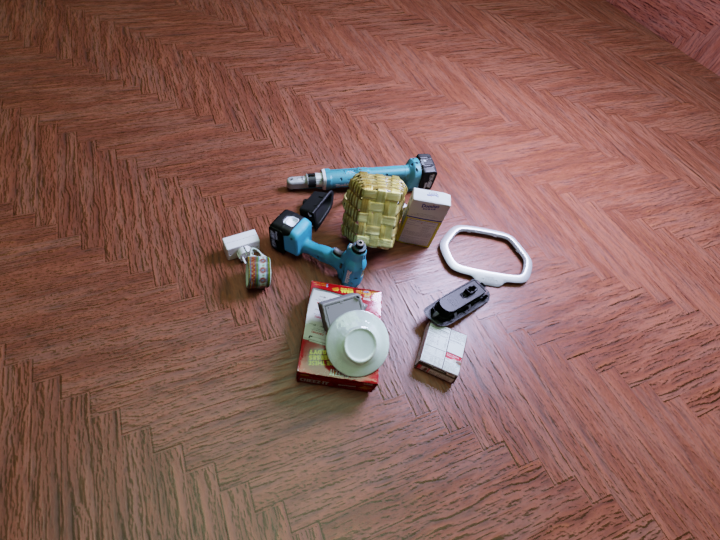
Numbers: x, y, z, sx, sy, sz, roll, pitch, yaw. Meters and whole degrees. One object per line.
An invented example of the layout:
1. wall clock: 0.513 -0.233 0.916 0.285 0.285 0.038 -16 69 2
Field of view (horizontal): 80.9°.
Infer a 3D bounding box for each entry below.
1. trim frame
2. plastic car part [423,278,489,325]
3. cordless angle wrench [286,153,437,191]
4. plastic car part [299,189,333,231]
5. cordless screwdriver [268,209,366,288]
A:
1. trim frame: 0.332 -0.042 1.122 0.247 0.027 0.188 10 53 -3
2. plastic car part: 0.236 0.070 0.990 0.197 0.067 0.069 -25 69 -31
3. cordless angle wrench: 0.000 -0.266 1.205 0.418 0.096 0.077 -6 60 -8
4. plastic car part: -0.125 -0.172 1.141 0.073 0.063 0.117 13 49 17
5. cordless screwdriver: -0.098 -0.064 1.001 0.256 0.155 0.074 30 55 15
